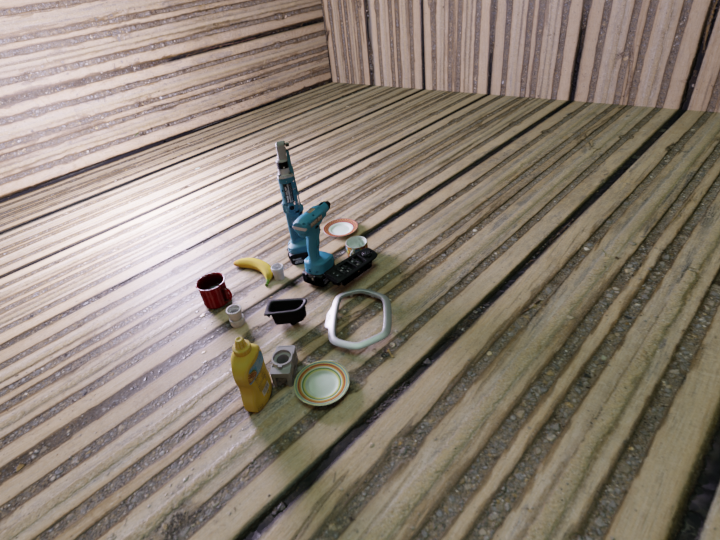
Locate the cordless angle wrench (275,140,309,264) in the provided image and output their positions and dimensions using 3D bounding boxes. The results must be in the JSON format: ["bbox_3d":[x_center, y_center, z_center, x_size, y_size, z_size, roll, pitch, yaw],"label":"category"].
[{"bbox_3d":[-0.220,-0.212,1.359,0.097,0.408,0.077,-10,34,-4],"label":"cordless angle wrench"}]

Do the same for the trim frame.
[{"bbox_3d":[-0.007,0.128,1.163,0.187,0.026,0.254,-5,36,7],"label":"trim frame"}]

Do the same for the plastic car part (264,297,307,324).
[{"bbox_3d":[-0.202,0.121,1.185,0.118,0.068,0.067,-3,35,9],"label":"plastic car part"}]

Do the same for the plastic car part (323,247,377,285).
[{"bbox_3d":[-0.021,-0.005,1.319,0.070,0.064,0.199,23,46,37],"label":"plastic car part"}]

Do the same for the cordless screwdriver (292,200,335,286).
[{"bbox_3d":[-0.127,-0.083,1.303,0.078,0.240,0.157,13,39,28],"label":"cordless screwdriver"}]
